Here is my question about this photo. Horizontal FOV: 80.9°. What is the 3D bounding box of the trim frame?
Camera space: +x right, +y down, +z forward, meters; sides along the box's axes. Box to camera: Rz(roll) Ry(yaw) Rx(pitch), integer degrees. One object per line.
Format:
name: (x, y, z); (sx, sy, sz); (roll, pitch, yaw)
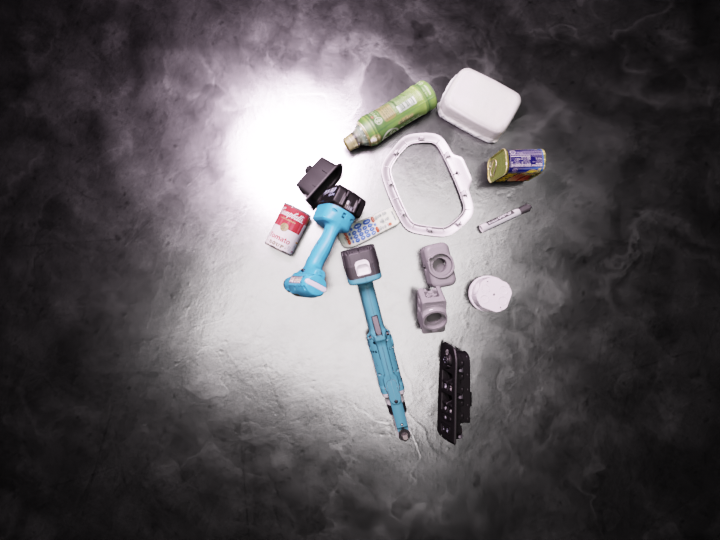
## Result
trim frame: (0.154, -0.195, 0.957); (0.184, 0.027, 0.251); (-21, 83, 0)

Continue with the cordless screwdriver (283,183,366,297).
cordless screwdriver: (-0.090, -0.059, 0.918); (0.071, 0.165, 0.250); (29, 74, -26)

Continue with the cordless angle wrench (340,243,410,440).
cordless angle wrench: (0.043, 0.155, 0.911); (0.074, 0.098, 0.423); (-14, 90, -1)

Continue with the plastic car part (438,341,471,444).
plastic car part: (0.205, 0.256, 0.902); (0.066, 0.067, 0.204); (-1, 86, -9)

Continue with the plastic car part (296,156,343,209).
plastic car part: (-0.100, -0.207, 0.959); (0.073, 0.064, 0.116); (36, 85, 16)
